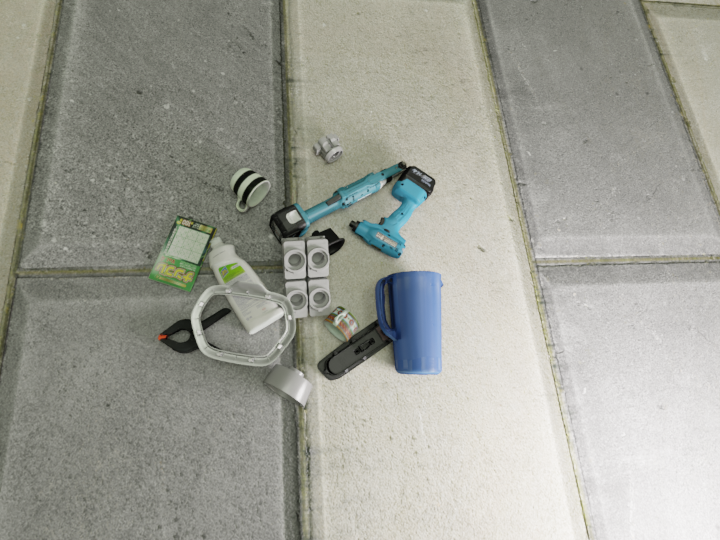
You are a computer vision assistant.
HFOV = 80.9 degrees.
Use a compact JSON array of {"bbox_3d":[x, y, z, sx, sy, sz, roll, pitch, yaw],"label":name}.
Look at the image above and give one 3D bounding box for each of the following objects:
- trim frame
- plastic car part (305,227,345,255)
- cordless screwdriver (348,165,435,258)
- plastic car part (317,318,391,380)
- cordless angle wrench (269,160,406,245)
[{"bbox_3d":[-0.270,0.117,0.964,0.253,0.027,0.186,8,76,10],"label":"trim frame"},{"bbox_3d":[-0.107,-0.070,1.098,0.114,0.064,0.074,-30,66,-20],"label":"plastic car part"},{"bbox_3d":[0.087,-0.171,1.146,0.160,0.074,0.249,29,75,2],"label":"cordless screwdriver"},{"bbox_3d":[-0.007,0.196,1.021,0.201,0.068,0.066,-32,90,-13],"label":"plastic car part"},{"bbox_3d":[-0.043,-0.197,1.134,0.416,0.098,0.076,-31,82,-20],"label":"cordless angle wrench"}]
